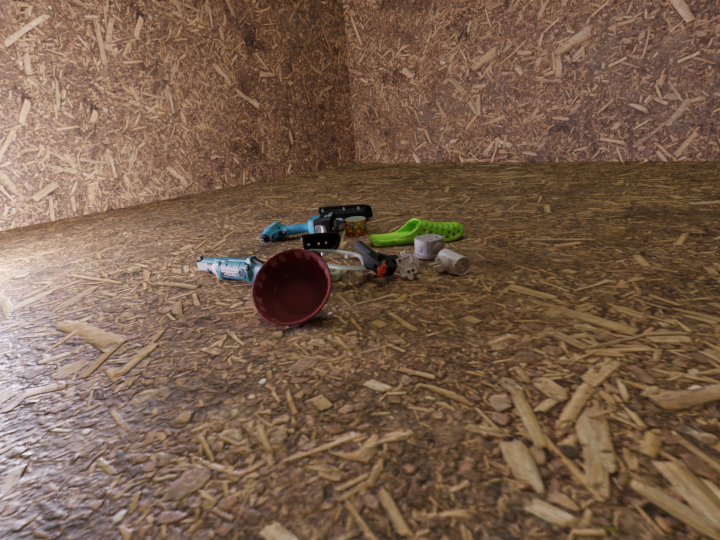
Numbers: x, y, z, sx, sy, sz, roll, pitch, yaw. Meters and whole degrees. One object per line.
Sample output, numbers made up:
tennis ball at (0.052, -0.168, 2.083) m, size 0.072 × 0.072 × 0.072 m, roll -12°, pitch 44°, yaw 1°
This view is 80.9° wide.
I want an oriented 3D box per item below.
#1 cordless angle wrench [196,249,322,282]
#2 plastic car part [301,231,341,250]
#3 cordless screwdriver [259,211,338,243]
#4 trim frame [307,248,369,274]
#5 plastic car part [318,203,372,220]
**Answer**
cordless angle wrench at (-0.272, -0.002, 1.040) m, size 0.444 × 0.096 × 0.072 m, roll 4°, pitch 19°, yaw 38°
plastic car part at (-0.122, -0.080, 1.251) m, size 0.113 × 0.066 × 0.073 m, roll -9°, pitch 4°, yaw -20°
cordless screwdriver at (-0.205, -0.131, 1.393) m, size 0.255 × 0.073 × 0.159 m, roll -5°, pitch 19°, yaw 15°
trim frame at (-0.056, -0.025, 1.051) m, size 0.184 × 0.027 × 0.251 m, roll 5°, pitch 9°, yaw -3°
plastic car part at (-0.054, -0.207, 1.575) m, size 0.203 × 0.064 × 0.069 m, roll -6°, pitch 27°, yaw 0°
